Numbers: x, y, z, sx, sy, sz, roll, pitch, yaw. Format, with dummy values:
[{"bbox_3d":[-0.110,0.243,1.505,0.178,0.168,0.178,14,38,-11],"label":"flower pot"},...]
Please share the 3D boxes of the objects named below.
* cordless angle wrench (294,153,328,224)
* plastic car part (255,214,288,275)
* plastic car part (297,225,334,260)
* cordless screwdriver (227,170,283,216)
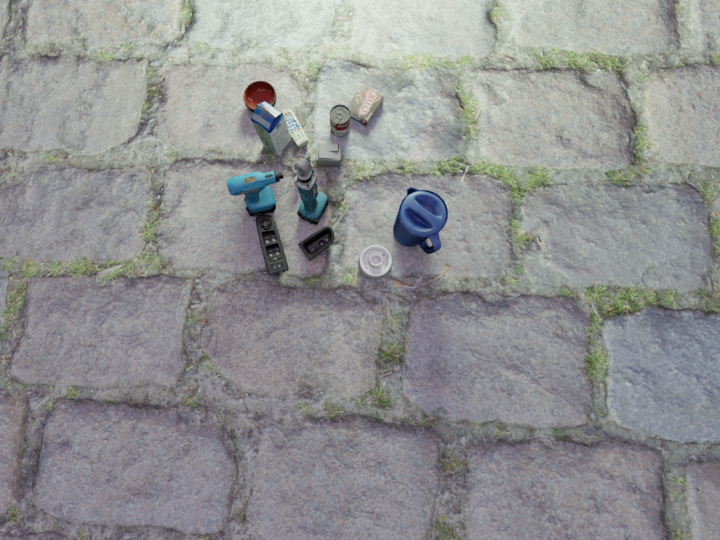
[{"bbox_3d":[-0.146,-0.225,1.194,0.075,0.419,0.098,27,83,1],"label":"cordless angle wrench"},{"bbox_3d":[-0.284,-0.084,1.353,0.066,0.066,0.206,-17,80,-2],"label":"plastic car part"},{"bbox_3d":[-0.131,-0.086,1.344,0.116,0.070,0.067,-35,83,-4],"label":"plastic car part"},{"bbox_3d":[-0.300,-0.240,1.292,0.159,0.246,0.075,-13,84,-3],"label":"cordless screwdriver"}]
